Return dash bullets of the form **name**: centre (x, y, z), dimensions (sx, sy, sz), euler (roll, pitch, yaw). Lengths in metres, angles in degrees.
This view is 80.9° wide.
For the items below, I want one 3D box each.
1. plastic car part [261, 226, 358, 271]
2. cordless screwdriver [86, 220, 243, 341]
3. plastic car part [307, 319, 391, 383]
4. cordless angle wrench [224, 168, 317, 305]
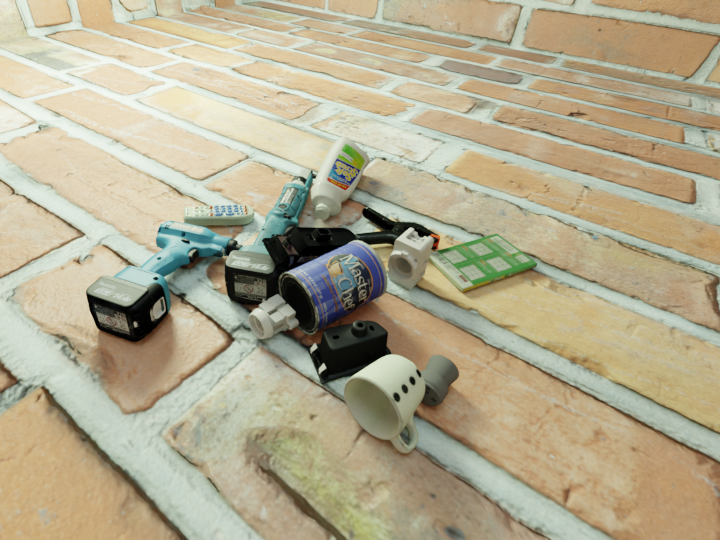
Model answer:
- **plastic car part**: centre (-0.071, -0.046, 0.725), dimensions (0.069, 0.067, 0.194), euler (48, 26, 24)
- **cordless screwdriver**: centre (-0.309, 0.004, 0.695), dimensions (0.162, 0.072, 0.251), euler (10, 37, 6)
- **plastic car part**: centre (-0.011, 0.102, 0.601), dimensions (0.114, 0.069, 0.069), euler (-14, 45, -17)
- **cordless angle wrench**: centre (-0.153, -0.103, 0.838), dimensions (0.099, 0.072, 0.430), euler (8, 38, 2)
